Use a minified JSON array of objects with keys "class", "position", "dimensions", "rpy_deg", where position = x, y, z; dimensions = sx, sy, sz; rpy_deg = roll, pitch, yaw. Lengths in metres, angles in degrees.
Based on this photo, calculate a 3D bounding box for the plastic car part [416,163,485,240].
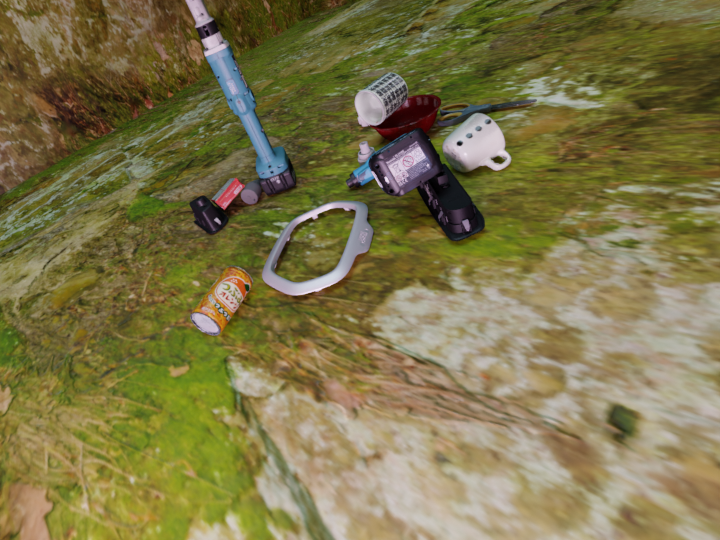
[{"class":"plastic car part","position":[0.140,-0.122,0.676],"dimensions":[0.066,0.064,0.211],"rpy_deg":[-14,40,1]}]

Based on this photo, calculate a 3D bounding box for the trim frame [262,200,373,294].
[{"class":"trim frame","position":[-0.071,-0.047,0.728],"dimensions":[0.190,0.026,0.252],"rpy_deg":[-8,38,22]}]

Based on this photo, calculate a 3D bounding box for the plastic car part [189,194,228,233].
[{"class":"plastic car part","position":[-0.349,-0.135,0.955],"dimensions":[0.065,0.068,0.123],"rpy_deg":[-38,36,-17]}]

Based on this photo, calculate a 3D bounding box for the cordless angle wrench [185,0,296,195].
[{"class":"cordless angle wrench","position":[-0.248,-0.355,0.880],"dimensions":[0.075,0.404,0.102],"rpy_deg":[-19,35,5]}]

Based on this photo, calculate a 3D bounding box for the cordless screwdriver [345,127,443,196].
[{"class":"cordless screwdriver","position":[0.045,-0.181,0.742],"dimensions":[0.160,0.072,0.252],"rpy_deg":[-30,16,8]}]
